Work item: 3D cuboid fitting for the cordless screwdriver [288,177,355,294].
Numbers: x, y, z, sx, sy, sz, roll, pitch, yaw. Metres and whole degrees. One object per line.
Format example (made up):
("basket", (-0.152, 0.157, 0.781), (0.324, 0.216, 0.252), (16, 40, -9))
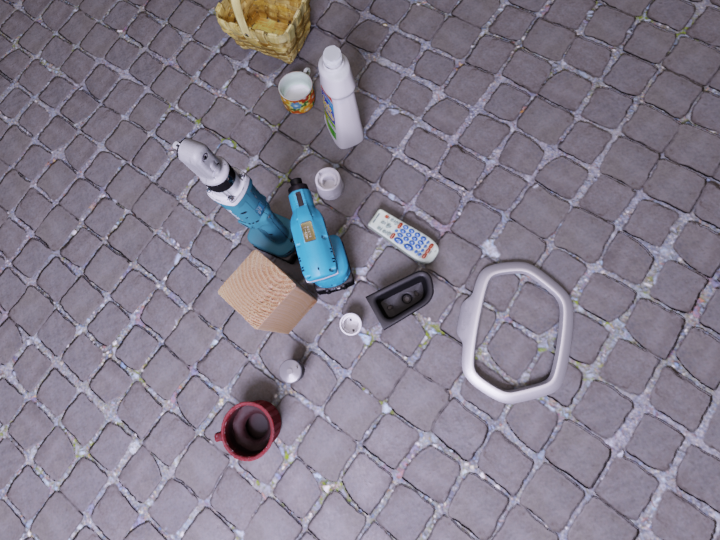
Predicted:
("cordless screwdriver", (-0.070, -0.046, 0.716), (0.074, 0.243, 0.162), (-17, 78, 1))

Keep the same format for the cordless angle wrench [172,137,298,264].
("cordless angle wrench", (-0.169, -0.094, 0.654), (0.100, 0.413, 0.074), (23, 82, 8))

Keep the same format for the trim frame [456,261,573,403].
("trim frame", (0.268, 0.104, 0.739), (0.188, 0.027, 0.250), (12, 79, 11))

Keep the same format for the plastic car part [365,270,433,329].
("plastic car part", (0.077, 0.051, 0.760), (0.116, 0.069, 0.068), (-29, 77, 0))
